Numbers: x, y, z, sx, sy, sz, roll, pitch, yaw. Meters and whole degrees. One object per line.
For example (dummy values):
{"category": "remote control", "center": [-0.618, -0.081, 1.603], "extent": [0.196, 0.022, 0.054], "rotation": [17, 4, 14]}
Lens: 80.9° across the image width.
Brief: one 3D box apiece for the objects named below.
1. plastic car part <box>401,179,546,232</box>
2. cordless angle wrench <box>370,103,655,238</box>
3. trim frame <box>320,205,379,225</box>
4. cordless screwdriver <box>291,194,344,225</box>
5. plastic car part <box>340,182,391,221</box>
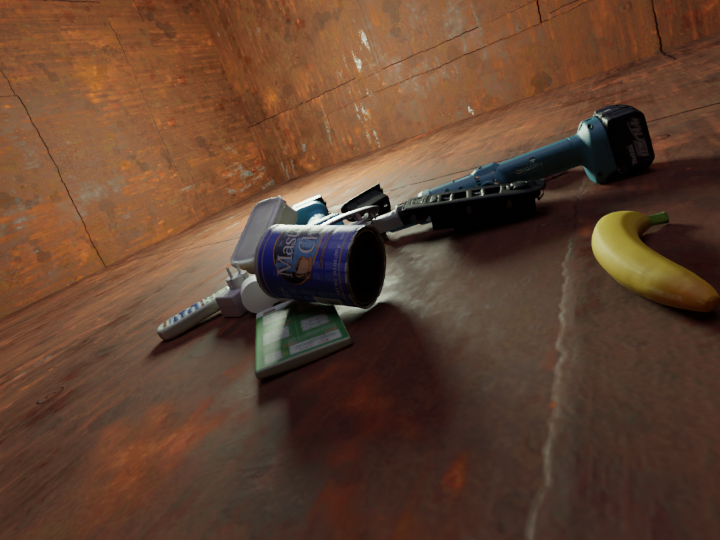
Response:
{"category": "plastic car part", "center": [0.170, -0.094, 0.633], "extent": [0.209, 0.066, 0.065], "rotation": [-10, 12, 21]}
{"category": "cordless angle wrench", "center": [0.210, -0.139, 0.691], "extent": [0.435, 0.095, 0.074], "rotation": [-17, 19, 24]}
{"category": "trim frame", "center": [-0.073, -0.048, 0.746], "extent": [0.252, 0.028, 0.179], "rotation": [-31, -4, 20]}
{"category": "cordless screwdriver", "center": [-0.131, -0.104, 1.005], "extent": [0.159, 0.072, 0.257], "rotation": [-24, 22, -2]}
{"category": "plastic car part", "center": [0.023, -0.143, 0.967], "extent": [0.115, 0.063, 0.075], "rotation": [-32, 33, -21]}
